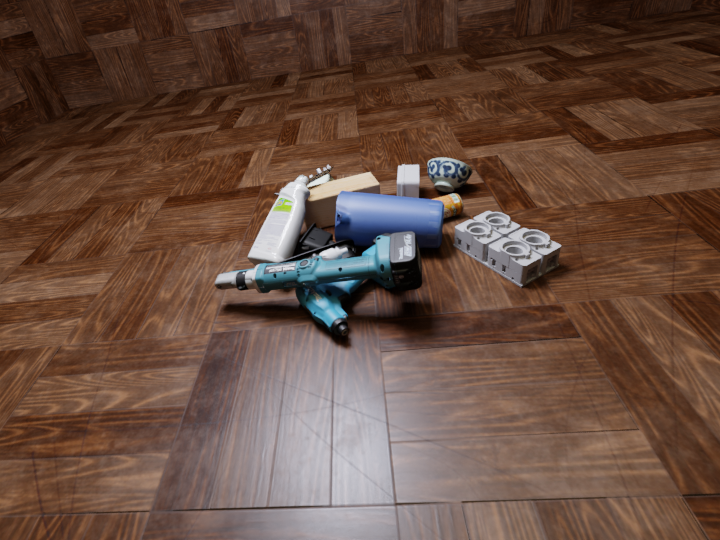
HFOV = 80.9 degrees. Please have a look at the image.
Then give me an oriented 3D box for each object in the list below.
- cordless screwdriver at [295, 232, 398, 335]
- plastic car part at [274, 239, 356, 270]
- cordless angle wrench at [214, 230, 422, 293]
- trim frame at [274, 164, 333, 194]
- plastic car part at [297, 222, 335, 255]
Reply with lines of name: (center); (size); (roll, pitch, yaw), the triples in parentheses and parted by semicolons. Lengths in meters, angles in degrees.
cordless screwdriver: (0.007, 0.028, 0.851); (0.245, 0.071, 0.168); (-30, 41, -18)
plastic car part: (-0.093, -0.013, 0.938); (0.199, 0.064, 0.071); (-24, 48, -17)
cordless angle wrench: (-0.100, 0.003, 0.825); (0.434, 0.071, 0.100); (-7, 41, 18)
trim frame: (-0.165, -0.257, 1.221); (0.183, 0.027, 0.254); (-30, 14, -5)
plastic car part: (-0.100, -0.065, 1.018); (0.073, 0.064, 0.116); (19, 39, 11)
